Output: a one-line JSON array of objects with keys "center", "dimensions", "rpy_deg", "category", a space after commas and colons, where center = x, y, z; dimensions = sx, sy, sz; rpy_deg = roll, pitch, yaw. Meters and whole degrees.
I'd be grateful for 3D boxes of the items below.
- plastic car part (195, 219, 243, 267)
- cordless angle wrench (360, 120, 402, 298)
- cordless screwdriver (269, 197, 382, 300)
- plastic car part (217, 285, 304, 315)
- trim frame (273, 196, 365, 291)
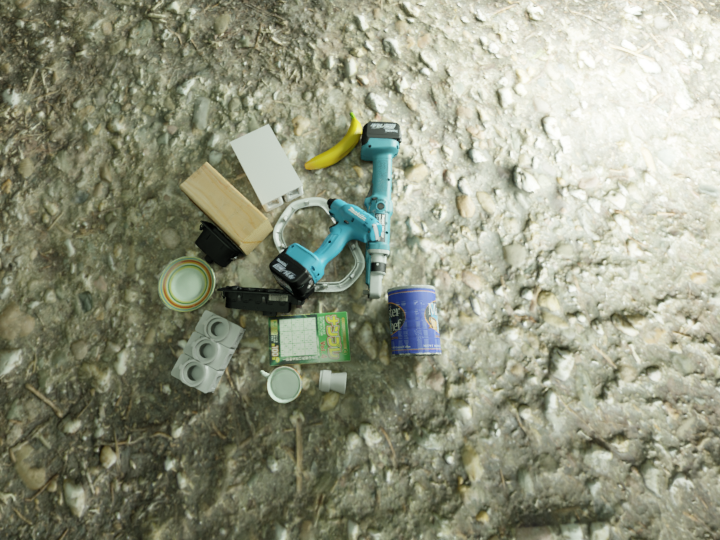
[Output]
[{"center": [-0.340, -0.053, 0.987], "dimensions": [0.071, 0.065, 0.119], "rpy_deg": [-45, 81, 4], "category": "plastic car part"}, {"center": [0.043, -0.144, 0.994], "dimensions": [0.098, 0.073, 0.429], "rpy_deg": [3, 76, 1], "category": "cordless angle wrench"}, {"center": [-0.091, -0.061, 0.930], "dimensions": [0.246, 0.071, 0.168], "rpy_deg": [-41, 54, -16], "category": "cordless screwdriver"}, {"center": [-0.218, 0.065, 0.946], "dimensions": [0.204, 0.066, 0.066], "rpy_deg": [8, 101, 2], "category": "plastic car part"}, {"center": [-0.097, -0.063, 0.993], "dimensions": [0.182, 0.027, 0.256], "rpy_deg": [-29, 73, -9], "category": "trim frame"}]
